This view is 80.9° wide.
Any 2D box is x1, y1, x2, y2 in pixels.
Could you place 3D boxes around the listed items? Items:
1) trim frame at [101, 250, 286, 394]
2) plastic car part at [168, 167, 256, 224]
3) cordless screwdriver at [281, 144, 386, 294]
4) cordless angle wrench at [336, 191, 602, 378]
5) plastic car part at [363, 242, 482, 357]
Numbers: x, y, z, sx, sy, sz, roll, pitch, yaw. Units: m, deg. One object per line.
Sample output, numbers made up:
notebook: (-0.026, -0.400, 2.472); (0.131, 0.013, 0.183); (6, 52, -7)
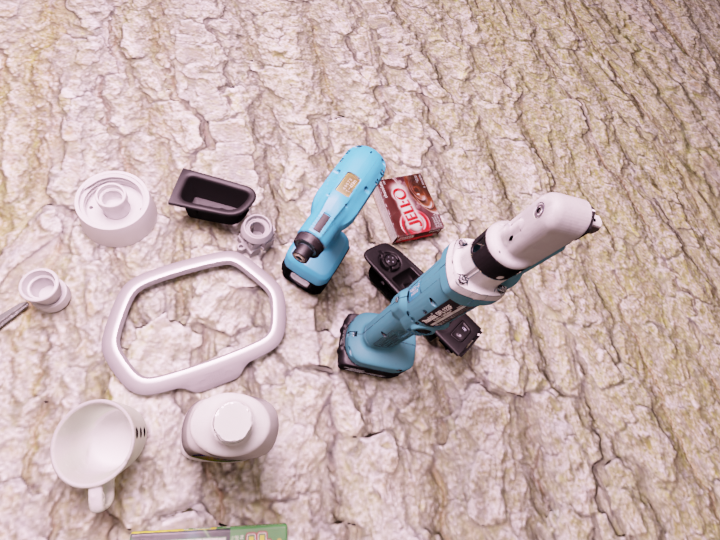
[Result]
trim frame: (-0.224, 0.069, 0.585); (0.243, 0.027, 0.190); (-18, 70, -20)
plastic car part: (-0.221, -0.099, 0.643); (0.115, 0.070, 0.067); (15, 63, -7)
cordless screwdriver: (-0.054, -0.035, 0.549); (0.074, 0.248, 0.159); (33, 62, -2)
cordless angle wrench: (0.068, 0.039, 0.442); (0.096, 0.422, 0.076); (15, 64, -11)
plastic car part: (0.083, 0.041, 0.644); (0.065, 0.066, 0.208); (-36, 77, -26)
